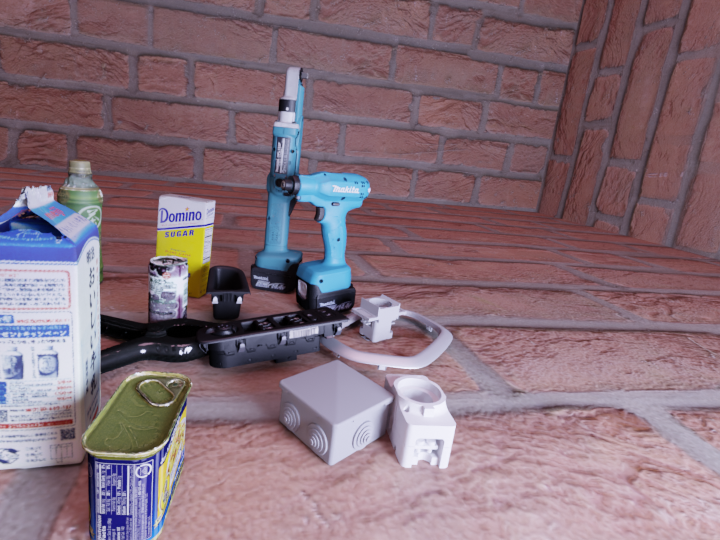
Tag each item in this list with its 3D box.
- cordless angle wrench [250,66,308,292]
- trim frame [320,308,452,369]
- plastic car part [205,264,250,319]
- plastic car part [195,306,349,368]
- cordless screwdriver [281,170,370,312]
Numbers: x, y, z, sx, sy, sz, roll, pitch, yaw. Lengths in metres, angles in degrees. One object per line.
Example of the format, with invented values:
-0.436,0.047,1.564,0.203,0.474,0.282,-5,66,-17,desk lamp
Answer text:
-0.149,-0.169,0.818,0.099,0.418,0.074,9,13,5,cordless angle wrench
0.039,0.100,0.664,0.193,0.027,0.240,15,18,27,trim frame
-0.219,0.042,0.689,0.064,0.070,0.121,2,16,-19,plastic car part
-0.119,0.090,0.567,0.195,0.066,0.070,-2,17,-26,plastic car part
-0.072,-0.047,0.734,0.152,0.246,0.078,-2,17,-34,cordless screwdriver
